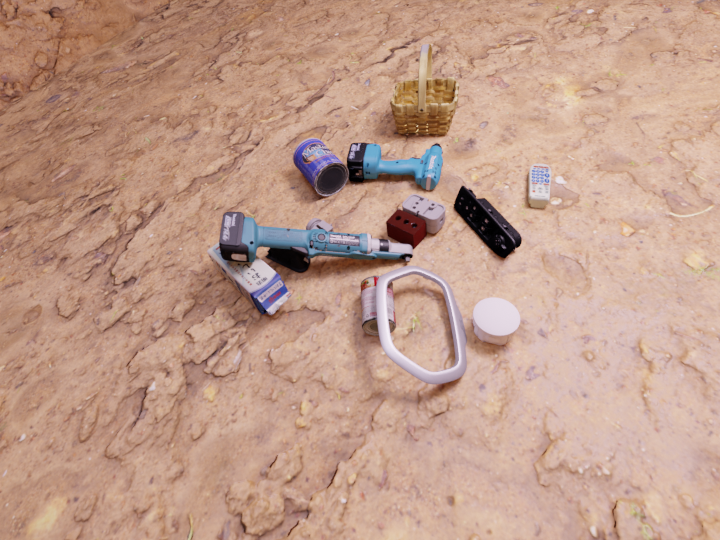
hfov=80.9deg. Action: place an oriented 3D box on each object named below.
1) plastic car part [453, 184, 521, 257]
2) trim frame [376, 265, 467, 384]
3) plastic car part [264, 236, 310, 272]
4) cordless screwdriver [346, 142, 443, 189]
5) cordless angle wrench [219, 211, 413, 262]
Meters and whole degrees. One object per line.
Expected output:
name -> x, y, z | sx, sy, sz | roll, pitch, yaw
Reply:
plastic car part -> 0.289, -0.108, 0.951 | 0.065, 0.065, 0.213 | -1, 44, -24
trim frame -> 0.117, 0.093, 0.798 | 0.181, 0.027, 0.256 | 7, 50, -11
plastic car part -> -0.172, -0.050, 0.997 | 0.123, 0.068, 0.065 | 24, 59, 31
cordless screwdriver -> 0.094, -0.298, 1.139 | 0.256, 0.071, 0.161 | 10, 54, 15
cordless angle wrench -> -0.091, -0.060, 0.931 | 0.419, 0.073, 0.100 | 4, 64, -6
